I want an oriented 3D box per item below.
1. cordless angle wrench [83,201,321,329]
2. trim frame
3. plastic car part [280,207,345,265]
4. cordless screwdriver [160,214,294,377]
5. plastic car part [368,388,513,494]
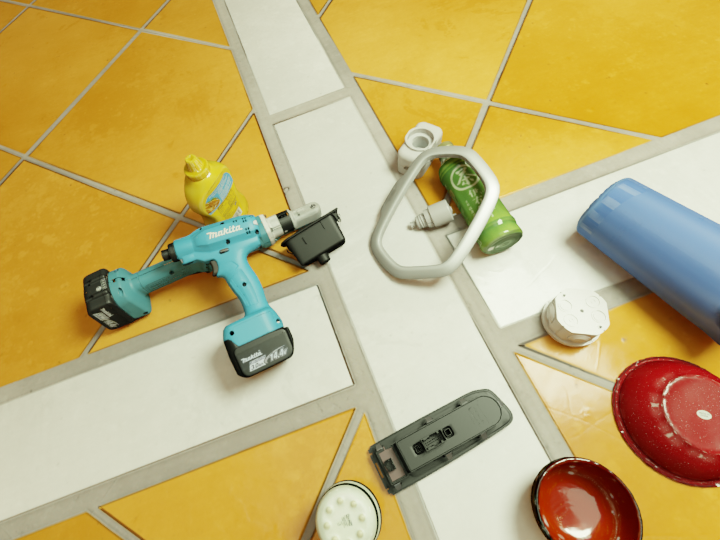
[{"bbox_3d":[-0.262,-0.028,0.747,0.419,0.094,0.078,-25,61,-8],"label":"cordless angle wrench"},{"bbox_3d":[0.117,-0.098,0.708,0.194,0.026,0.248,29,91,33],"label":"trim frame"},{"bbox_3d":[-0.073,-0.048,0.744,0.116,0.065,0.072,-35,79,-6],"label":"plastic car part"},{"bbox_3d":[-0.206,0.043,0.663,0.157,0.074,0.254,-19,77,-11],"label":"cordless screwdriver"},{"bbox_3d":[0.111,0.221,0.574,0.201,0.064,0.069,-26,57,-7],"label":"plastic car part"}]
